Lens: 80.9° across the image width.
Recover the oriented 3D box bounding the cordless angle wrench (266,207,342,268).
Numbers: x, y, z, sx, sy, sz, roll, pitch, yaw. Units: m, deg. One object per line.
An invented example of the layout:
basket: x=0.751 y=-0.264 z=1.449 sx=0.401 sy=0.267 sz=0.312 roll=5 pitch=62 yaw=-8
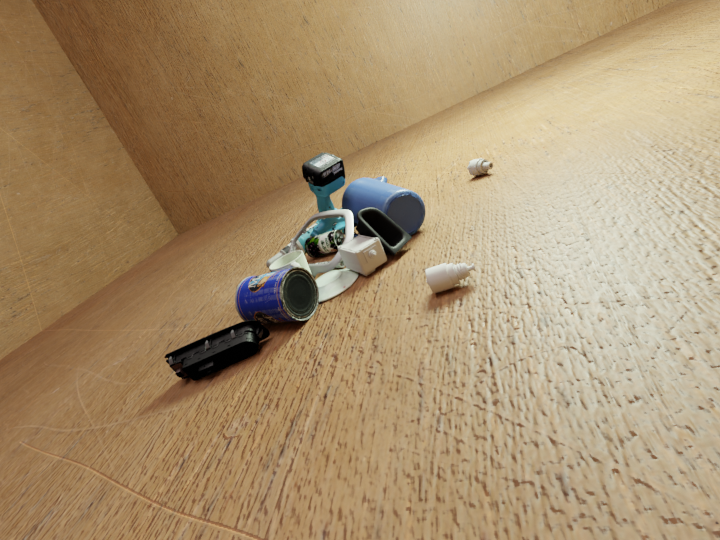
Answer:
cordless angle wrench: x=-0.108 y=-0.132 z=1.267 sx=0.417 sy=0.072 sz=0.102 roll=-39 pitch=21 yaw=-22

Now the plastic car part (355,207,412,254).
plastic car part: x=0.037 y=-0.076 z=0.904 sx=0.065 sy=0.119 sz=0.070 roll=-40 pitch=-15 yaw=-32

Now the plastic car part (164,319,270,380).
plastic car part: x=-0.267 y=0.154 z=0.790 sx=0.204 sy=0.064 sz=0.069 roll=-26 pitch=28 yaw=4

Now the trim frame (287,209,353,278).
trim frame: x=-0.101 y=-0.066 z=1.029 sx=0.261 sy=0.026 sz=0.185 roll=2 pitch=65 yaw=48

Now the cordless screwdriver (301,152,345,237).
cordless screwdriver: x=-0.074 y=-0.197 z=1.151 sx=0.156 sy=0.240 sz=0.079 roll=-32 pitch=47 yaw=-30
